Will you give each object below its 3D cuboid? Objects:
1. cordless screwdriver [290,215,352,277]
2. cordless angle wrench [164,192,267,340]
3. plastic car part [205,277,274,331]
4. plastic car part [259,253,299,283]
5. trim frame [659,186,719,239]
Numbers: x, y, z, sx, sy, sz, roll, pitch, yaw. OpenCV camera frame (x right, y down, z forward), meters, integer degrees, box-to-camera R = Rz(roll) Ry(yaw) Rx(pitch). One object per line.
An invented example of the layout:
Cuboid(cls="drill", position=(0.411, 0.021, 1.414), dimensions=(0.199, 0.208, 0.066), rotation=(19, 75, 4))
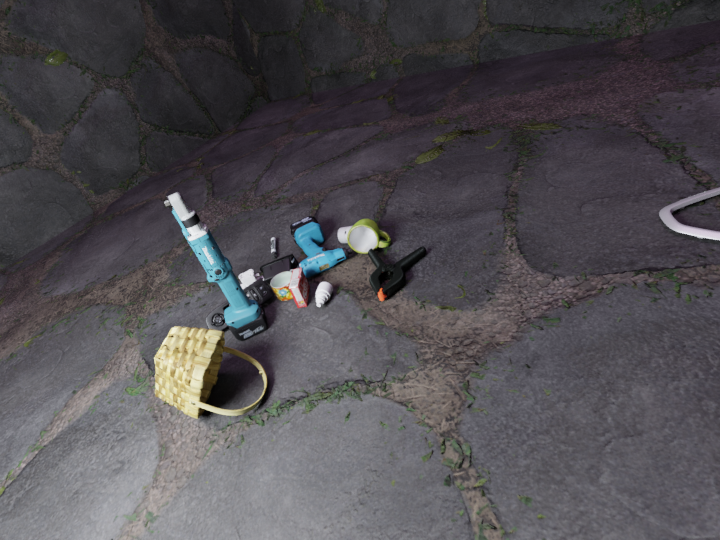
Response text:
Cuboid(cls="cordless screwdriver", position=(-0.130, -0.085, 1.325), dimensions=(0.159, 0.071, 0.261), rotation=(-23, 37, -2))
Cuboid(cls="cordless angle wrench", position=(-0.351, -0.007, 1.037), dimensions=(0.097, 0.405, 0.078), rotation=(-24, 32, -6))
Cuboid(cls="plastic car part", position=(-0.347, 0.102, 1.196), dimensions=(0.200, 0.066, 0.069), rotation=(-36, 7, -23))
Cuboid(cls="plastic car part", position=(-0.243, 0.009, 1.277), dimensions=(0.117, 0.062, 0.074), rotation=(-21, 47, 7))
Cuboid(cls="trim frame", position=(0.789, -0.128, 0.902), dimensions=(0.250, 0.026, 0.191), rotation=(-22, 35, 4))
